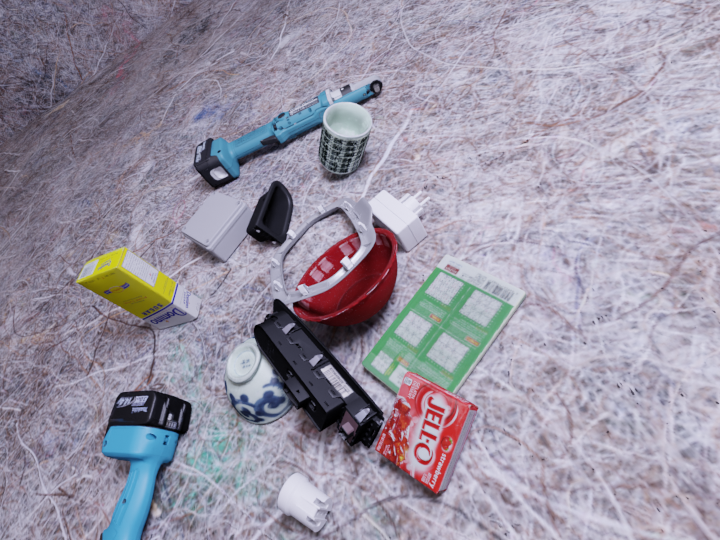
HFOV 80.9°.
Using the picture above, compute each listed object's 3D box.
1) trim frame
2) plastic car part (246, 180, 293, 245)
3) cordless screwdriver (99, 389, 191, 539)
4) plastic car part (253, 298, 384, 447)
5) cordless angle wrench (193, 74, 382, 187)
[{"bbox_3d":[-0.060,-0.039,0.616,0.185,0.026,0.257,-35,27,6],"label":"trim frame"},{"bbox_3d":[-0.167,-0.097,0.756,0.073,0.062,0.119,-24,44,34],"label":"plastic car part"},{"bbox_3d":[-0.314,0.293,0.553,0.163,0.070,0.256,-17,54,21],"label":"cordless screwdriver"},{"bbox_3d":[-0.064,0.119,0.494,0.065,0.065,0.214,-22,50,-29],"label":"plastic car part"},{"bbox_3d":[-0.154,-0.302,0.887,0.430,0.070,0.102,-21,49,15],"label":"cordless angle wrench"}]
